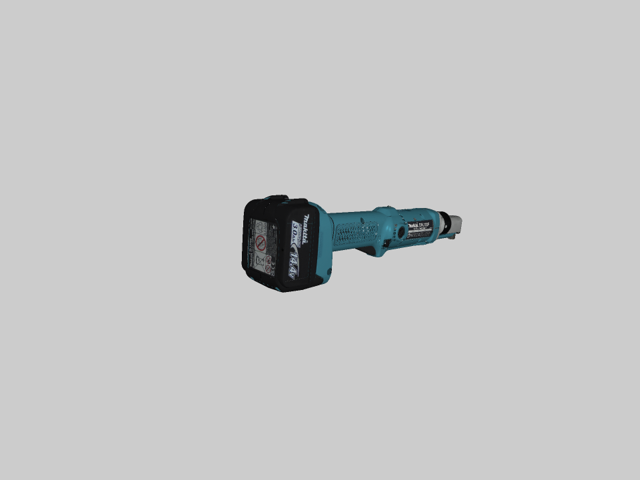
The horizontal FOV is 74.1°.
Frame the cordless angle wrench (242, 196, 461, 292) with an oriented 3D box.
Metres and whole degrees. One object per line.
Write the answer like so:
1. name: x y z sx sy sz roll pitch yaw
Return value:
1. cordless angle wrench: 0.088 -0.013 0.583 0.074 0.098 0.422 15 15 43
